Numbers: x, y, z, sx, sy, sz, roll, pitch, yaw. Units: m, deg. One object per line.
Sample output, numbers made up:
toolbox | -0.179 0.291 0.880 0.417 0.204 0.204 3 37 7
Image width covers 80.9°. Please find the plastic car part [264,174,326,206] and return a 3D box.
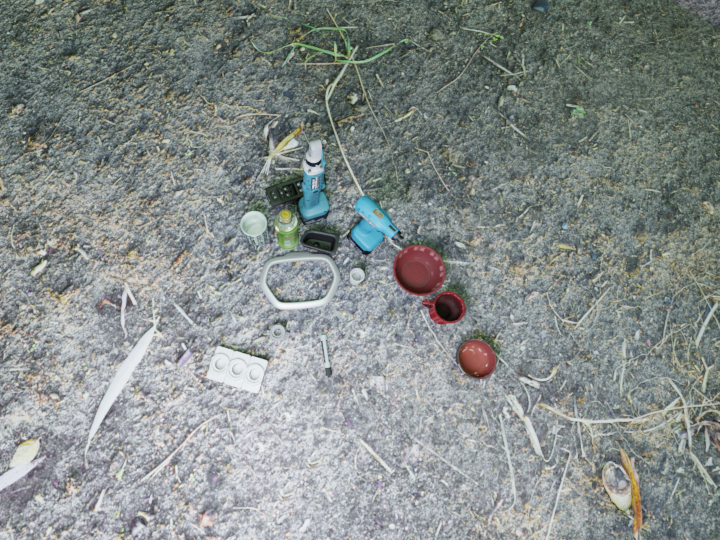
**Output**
plastic car part | -0.205 -0.259 1.369 0.201 0.066 0.068 -22 76 -9

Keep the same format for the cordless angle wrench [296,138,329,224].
cordless angle wrench | -0.132 -0.243 1.182 0.097 0.418 0.076 -17 78 -11

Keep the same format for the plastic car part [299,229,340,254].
plastic car part | -0.128 -0.084 1.312 0.117 0.070 0.067 12 73 1

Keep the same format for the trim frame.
trim frame | -0.185 0.027 1.296 0.247 0.027 0.188 -6 72 -4

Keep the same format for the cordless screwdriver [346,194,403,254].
cordless screwdriver | 0.041 -0.110 1.234 0.074 0.246 0.162 -42 82 -15
